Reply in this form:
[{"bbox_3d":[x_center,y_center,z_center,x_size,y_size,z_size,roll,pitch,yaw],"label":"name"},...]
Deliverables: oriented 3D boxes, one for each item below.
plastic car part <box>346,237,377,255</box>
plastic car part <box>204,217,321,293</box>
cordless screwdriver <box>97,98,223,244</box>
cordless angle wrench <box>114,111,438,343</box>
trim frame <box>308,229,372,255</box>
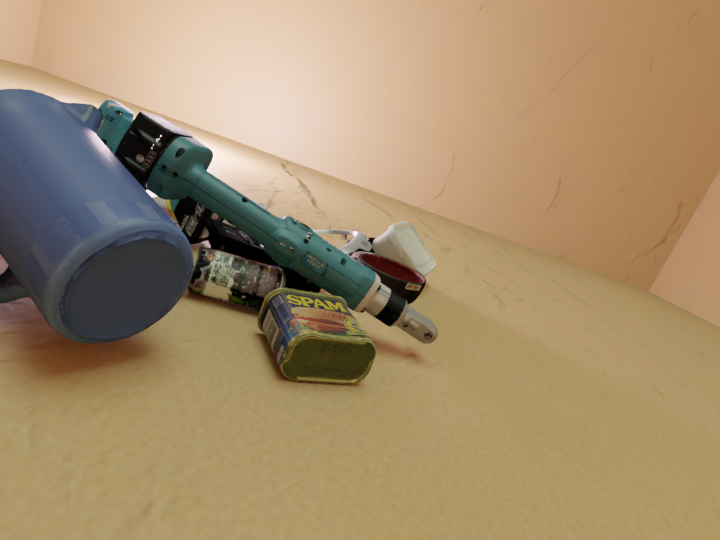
[{"bbox_3d":[0.004,-0.042,0.876,0.073,0.065,0.113,10,8,17],"label":"plastic car part"},{"bbox_3d":[-0.117,-0.007,0.573,0.193,0.067,0.070,16,8,-31],"label":"plastic car part"},{"bbox_3d":[-0.331,-0.127,0.648,0.251,0.159,0.073,38,13,5],"label":"cordless screwdriver"},{"bbox_3d":[-0.082,-0.033,0.500,0.418,0.074,0.099,34,9,-5],"label":"cordless angle wrench"},{"bbox_3d":[-0.073,-0.048,0.749,0.188,0.027,0.247,1,12,10],"label":"trim frame"}]
